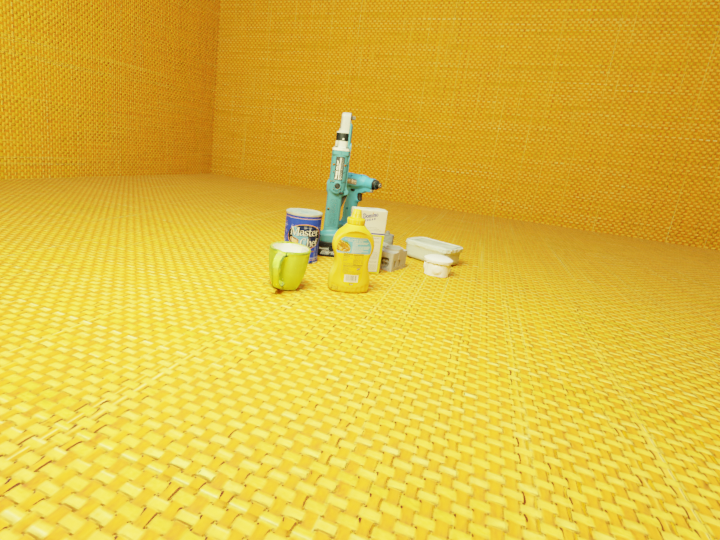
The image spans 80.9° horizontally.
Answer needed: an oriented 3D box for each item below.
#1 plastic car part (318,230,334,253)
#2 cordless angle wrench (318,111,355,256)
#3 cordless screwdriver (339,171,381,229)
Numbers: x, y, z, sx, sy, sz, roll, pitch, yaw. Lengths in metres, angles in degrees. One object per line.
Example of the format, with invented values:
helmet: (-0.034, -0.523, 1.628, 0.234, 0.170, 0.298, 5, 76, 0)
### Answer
plastic car part: (-0.125, -0.082, 1.277, 0.111, 0.070, 0.070, -4, 18, -35)
cordless angle wrench: (-0.068, -0.252, 1.260, 0.098, 0.418, 0.075, 7, 13, -4)
cordless screwdriver: (-0.014, -0.188, 1.374, 0.168, 0.246, 0.071, 19, 17, 39)
